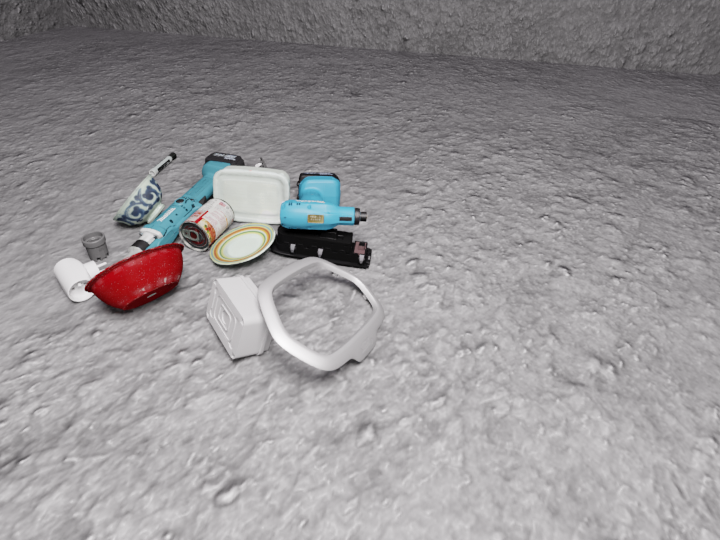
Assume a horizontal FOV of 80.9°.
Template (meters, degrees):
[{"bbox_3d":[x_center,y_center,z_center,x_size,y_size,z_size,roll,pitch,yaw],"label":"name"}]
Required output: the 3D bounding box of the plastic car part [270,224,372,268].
[{"bbox_3d":[-0.080,-0.052,0.820,0.206,0.065,0.067,6,45,9],"label":"plastic car part"}]

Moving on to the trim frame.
[{"bbox_3d":[-0.053,0.058,0.647,0.189,0.027,0.243,39,30,11],"label":"trim frame"}]

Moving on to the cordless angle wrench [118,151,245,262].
[{"bbox_3d":[-0.375,-0.125,0.896,0.100,0.072,0.426,10,41,10],"label":"cordless angle wrench"}]

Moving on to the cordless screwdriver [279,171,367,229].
[{"bbox_3d":[-0.069,-0.142,0.871,0.160,0.073,0.253,1,24,0],"label":"cordless screwdriver"}]

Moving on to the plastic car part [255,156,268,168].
[{"bbox_3d":[-0.243,-0.205,0.988,0.070,0.066,0.117,-25,-2,-14],"label":"plastic car part"}]
